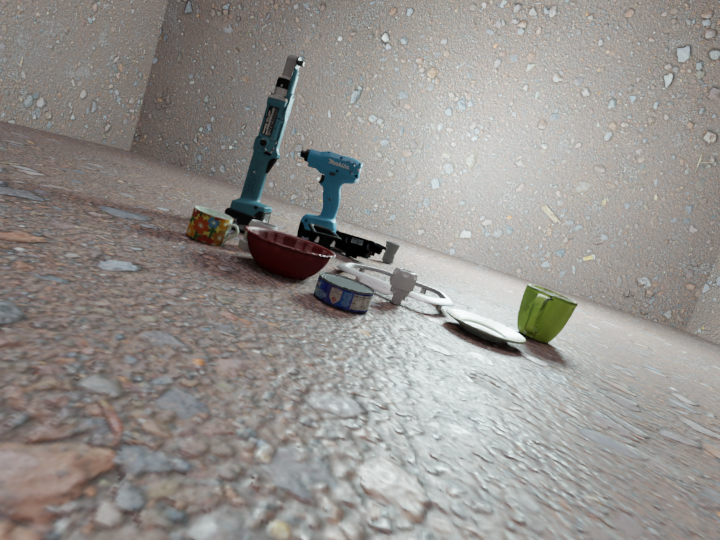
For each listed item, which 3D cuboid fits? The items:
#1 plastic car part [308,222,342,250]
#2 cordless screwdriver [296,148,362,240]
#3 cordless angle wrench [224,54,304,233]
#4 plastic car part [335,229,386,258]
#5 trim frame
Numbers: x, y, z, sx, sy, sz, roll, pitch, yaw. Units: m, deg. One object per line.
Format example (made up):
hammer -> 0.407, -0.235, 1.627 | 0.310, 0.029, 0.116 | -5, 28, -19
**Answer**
plastic car part -> -0.093, -0.061, 0.947 | 0.064, 0.070, 0.120 | 16, 8, -17
cordless screwdriver -> -0.106, -0.178, 1.071 | 0.161, 0.248, 0.074 | 19, 7, 6
cordless angle wrench -> -0.217, -0.293, 0.991 | 0.100, 0.421, 0.073 | 20, 7, 10
plastic car part -> -0.027, -0.072, 1.166 | 0.063, 0.067, 0.215 | 10, 12, -47
trim frame -> 0.067, 0.028, 0.850 | 0.261, 0.027, 0.176 | 22, 10, 28
